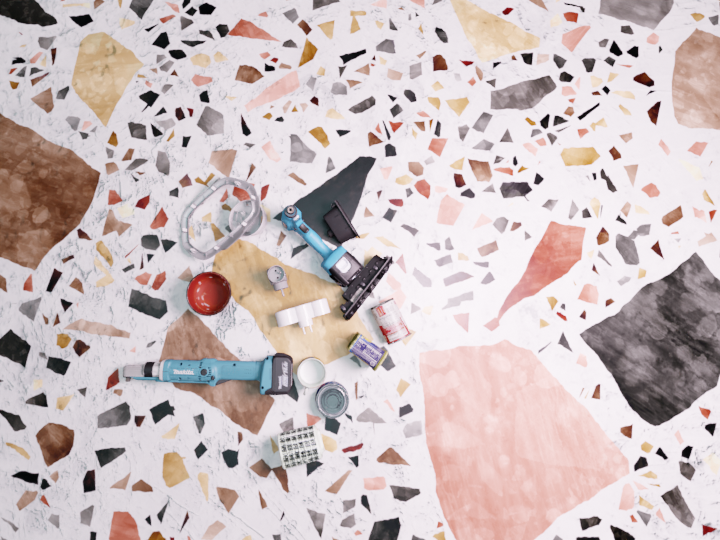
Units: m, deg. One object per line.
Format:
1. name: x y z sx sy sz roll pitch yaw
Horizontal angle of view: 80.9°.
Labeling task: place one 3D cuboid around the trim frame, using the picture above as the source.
1. trim frame: -0.373 -0.139 1.108 0.249 0.026 0.191 -39 71 4

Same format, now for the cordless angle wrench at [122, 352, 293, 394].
1. cordless angle wrench: -0.382 0.253 1.055 0.424 0.073 0.099 1 81 1

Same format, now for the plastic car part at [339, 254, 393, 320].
1. plastic car part: 0.010 0.035 1.107 0.070 0.063 0.202 39 82 28

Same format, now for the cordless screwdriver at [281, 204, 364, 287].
1. cordless screwdriver: -0.104 -0.068 1.068 0.250 0.159 0.074 44 81 2

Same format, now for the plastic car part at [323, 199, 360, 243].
1. plastic car part: -0.059 -0.121 1.132 0.071 0.065 0.117 -29 87 8
